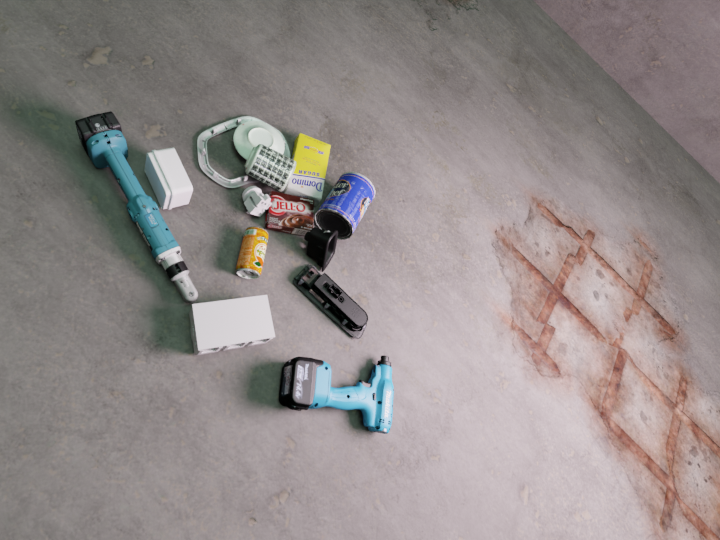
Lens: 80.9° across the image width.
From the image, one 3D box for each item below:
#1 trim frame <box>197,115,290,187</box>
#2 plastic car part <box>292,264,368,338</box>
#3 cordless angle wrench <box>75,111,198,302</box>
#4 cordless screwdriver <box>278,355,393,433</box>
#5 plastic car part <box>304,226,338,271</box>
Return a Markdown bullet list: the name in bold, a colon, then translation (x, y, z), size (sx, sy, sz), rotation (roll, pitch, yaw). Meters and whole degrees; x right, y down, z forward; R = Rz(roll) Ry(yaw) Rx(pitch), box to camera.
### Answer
- **trim frame**: translation (-0.285, -0.296, 1.044), size (0.243, 0.028, 0.186), rotation (-35, 85, -35)
- **plastic car part**: translation (-0.055, 0.066, 0.959), size (0.202, 0.068, 0.065), rotation (46, 49, -3)
- **cordless angle wrench**: translation (-0.440, -0.121, 0.855), size (0.072, 0.099, 0.427), rotation (-28, 84, -30)
- **cordless screwdriver**: translation (-0.038, 0.232, 0.879), size (0.240, 0.075, 0.162), rotation (20, 60, -20)
- **plastic car part**: translation (-0.095, -0.062, 0.976), size (0.073, 0.113, 0.066), rotation (23, 57, 10)
